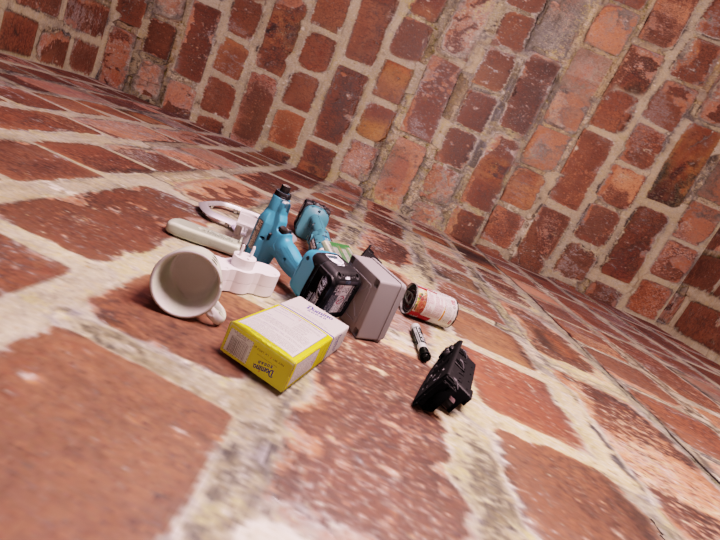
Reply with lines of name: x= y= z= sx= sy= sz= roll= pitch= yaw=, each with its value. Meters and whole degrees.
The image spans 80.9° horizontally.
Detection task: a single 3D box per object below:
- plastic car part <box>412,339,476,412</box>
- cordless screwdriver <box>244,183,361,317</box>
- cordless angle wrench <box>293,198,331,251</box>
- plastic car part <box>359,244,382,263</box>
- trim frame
plastic car part: x=0.136 y=0.153 z=0.619 sx=0.068 sy=0.066 sz=0.198 roll=37 pitch=17 yaw=8
cordless screwdriver: x=-0.104 y=-0.038 z=0.736 sx=0.070 sy=0.158 sz=0.263 roll=8 pitch=23 yaw=-49
cordless angle wrench: x=-0.095 y=-0.062 z=0.975 sx=0.072 sy=0.098 sz=0.438 roll=23 pitch=17 yaw=-20
plastic car part: x=0.021 y=-0.009 z=1.030 sx=0.071 sy=0.066 sz=0.116 roll=38 pitch=18 yaw=-3
trim frame: x=-0.269 y=-0.116 z=1.016 sx=0.241 sy=0.027 sz=0.190 roll=21 pitch=14 yaw=-17
